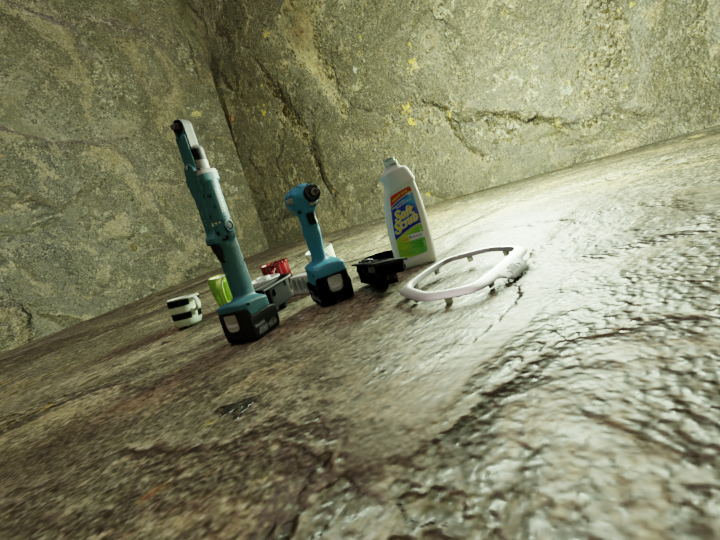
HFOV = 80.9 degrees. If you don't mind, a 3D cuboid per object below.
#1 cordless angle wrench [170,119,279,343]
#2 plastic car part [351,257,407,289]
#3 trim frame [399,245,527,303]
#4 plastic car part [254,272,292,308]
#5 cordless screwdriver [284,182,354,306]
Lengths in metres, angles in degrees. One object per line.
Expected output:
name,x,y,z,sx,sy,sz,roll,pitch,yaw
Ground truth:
cordless angle wrench,-0.265,-0.076,0.791,0.077,0.420,0.095,-15,5,29
plastic car part,0.035,0.003,0.853,0.065,0.066,0.208,-20,9,-13
trim frame,0.174,0.004,0.704,0.192,0.027,0.241,-9,13,45
plastic car part,-0.192,0.056,0.961,0.068,0.070,0.113,-12,10,38
cordless screwdriver,-0.083,-0.055,0.853,0.073,0.247,0.164,-19,6,-19
